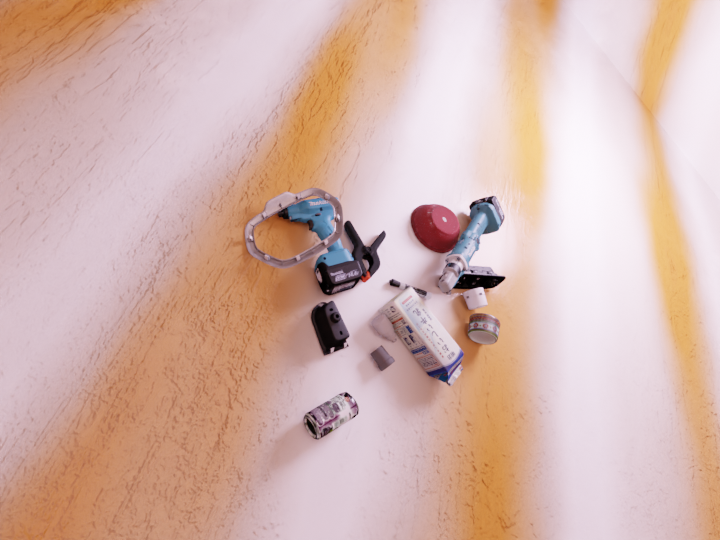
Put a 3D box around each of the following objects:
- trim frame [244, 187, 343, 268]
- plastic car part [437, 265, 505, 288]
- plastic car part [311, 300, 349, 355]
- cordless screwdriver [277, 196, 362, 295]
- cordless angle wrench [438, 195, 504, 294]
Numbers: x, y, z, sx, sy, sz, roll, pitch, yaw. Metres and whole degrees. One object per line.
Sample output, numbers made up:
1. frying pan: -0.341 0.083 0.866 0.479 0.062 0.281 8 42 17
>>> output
1. trim frame: -0.155 -0.106 0.998 0.246 0.026 0.192 -31 65 -10
2. plastic car part: 0.303 0.017 1.169 0.196 0.065 0.070 6 39 -20
3. plastic car part: -0.063 0.119 0.943 0.064 0.072 0.119 -14 74 -32
4. cordless screwdriver: -0.100 -0.066 1.024 0.155 0.073 0.257 -11 65 -18
5. cordless angle wrench: 0.294 -0.073 1.147 0.095 0.077 0.418 59 44 -18
